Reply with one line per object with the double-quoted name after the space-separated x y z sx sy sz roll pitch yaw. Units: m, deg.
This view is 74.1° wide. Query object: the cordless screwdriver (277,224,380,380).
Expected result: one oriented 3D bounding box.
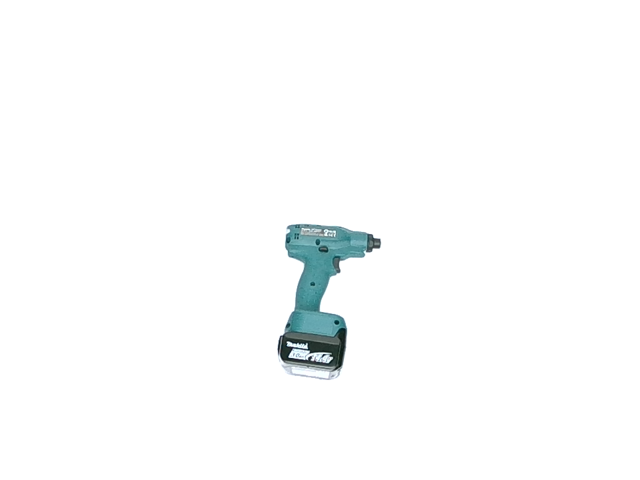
0.016 0.086 0.666 0.159 0.248 0.074 3 -30 0 "cordless screwdriver"
